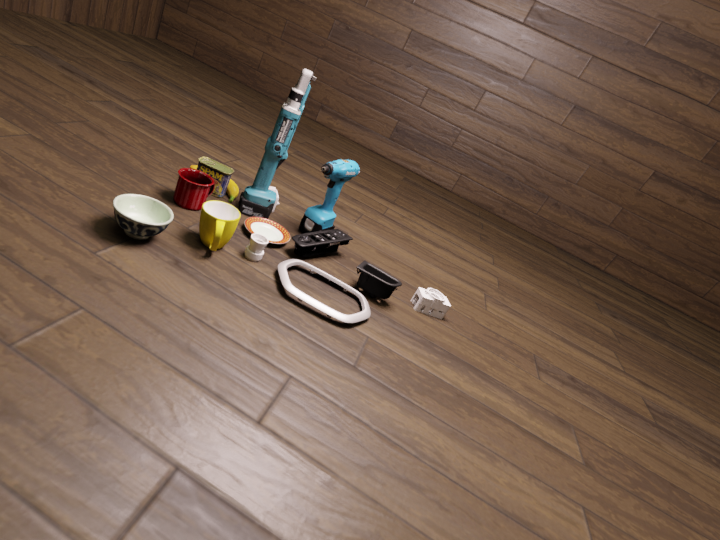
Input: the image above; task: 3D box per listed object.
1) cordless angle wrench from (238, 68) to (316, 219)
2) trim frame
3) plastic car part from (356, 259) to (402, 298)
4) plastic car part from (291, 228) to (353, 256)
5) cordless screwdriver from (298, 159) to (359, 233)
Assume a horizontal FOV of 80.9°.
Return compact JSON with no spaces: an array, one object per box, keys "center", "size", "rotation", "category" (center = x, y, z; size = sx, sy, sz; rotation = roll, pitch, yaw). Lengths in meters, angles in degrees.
[{"center":[-0.225,-0.338,1.150],"size":[0.095,0.421,0.077],"rotation":[20,26,-17],"category":"cordless angle wrench"},{"center":[-0.087,0.047,1.004],"size":[0.250,0.027,0.185],"rotation":[26,25,1],"category":"trim frame"},{"center":[0.038,0.035,1.090],"size":[0.120,0.070,0.064],"rotation":[33,26,13],"category":"plastic car part"},{"center":[-0.114,-0.074,1.164],"size":[0.070,0.067,0.194],"rotation":[42,29,28],"category":"plastic car part"},{"center":[-0.101,-0.202,1.207],"size":[0.077,0.247,0.154],"rotation":[37,27,18],"category":"cordless screwdriver"}]
